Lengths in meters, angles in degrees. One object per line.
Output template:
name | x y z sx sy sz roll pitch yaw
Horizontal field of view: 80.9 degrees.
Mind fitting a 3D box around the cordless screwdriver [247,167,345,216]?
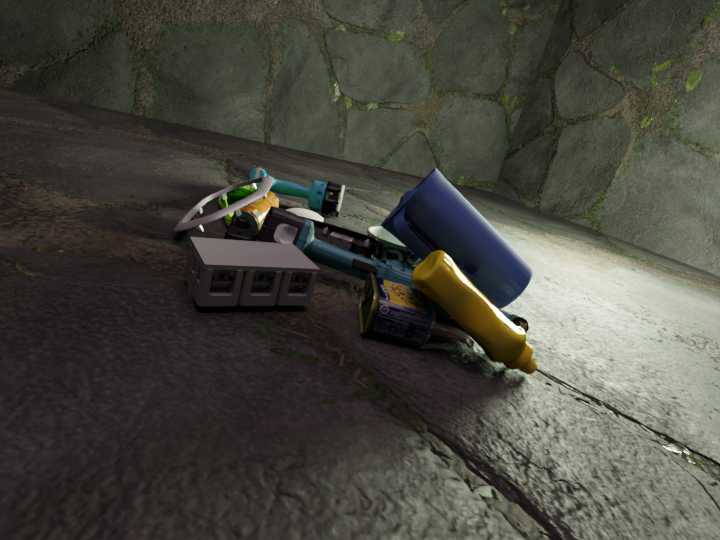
cordless screwdriver | -0.170 -0.205 1.117 0.247 0.074 0.160 13 -4 -4

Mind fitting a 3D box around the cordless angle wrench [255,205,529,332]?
cordless angle wrench | 0.046 0.011 0.655 0.429 0.074 0.096 21 -6 6

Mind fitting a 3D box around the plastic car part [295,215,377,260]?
plastic car part | -0.077 -0.050 0.785 0.209 0.064 0.067 21 44 16

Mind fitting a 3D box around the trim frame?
trim frame | -0.243 -0.121 0.758 0.185 0.026 0.256 -20 26 2

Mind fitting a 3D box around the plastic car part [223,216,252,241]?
plastic car part | -0.192 -0.046 0.661 0.064 0.070 0.120 14 21 -15
